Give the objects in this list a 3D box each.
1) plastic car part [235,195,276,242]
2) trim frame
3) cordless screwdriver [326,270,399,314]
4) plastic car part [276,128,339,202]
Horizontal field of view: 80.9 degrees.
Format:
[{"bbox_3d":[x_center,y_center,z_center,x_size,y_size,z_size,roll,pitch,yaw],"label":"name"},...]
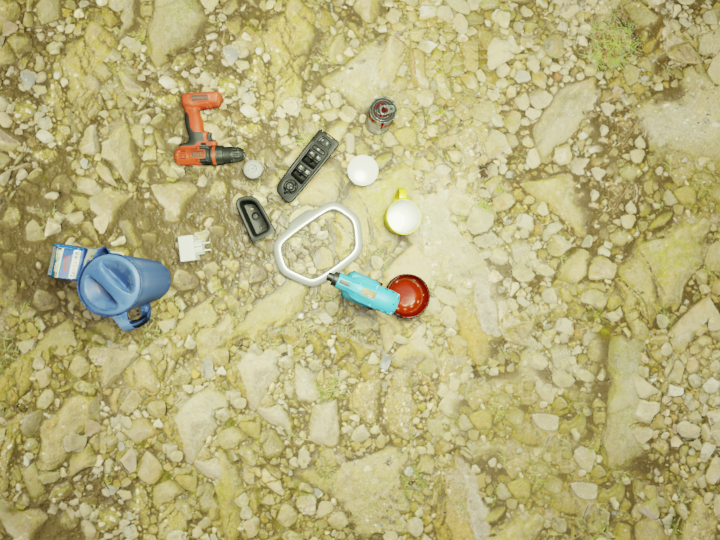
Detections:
[{"bbox_3d":[-0.270,-0.135,1.088,0.066,0.071,0.117,-26,89,-4],"label":"plastic car part"},{"bbox_3d":[-0.108,-0.071,1.108,0.248,0.027,0.185,-36,88,-3],"label":"trim frame"},{"bbox_3d":[-0.009,0.041,0.993,0.159,0.250,0.074,24,88,-4],"label":"cordless screwdriver"},{"bbox_3d":[-0.142,-0.265,1.099,0.066,0.067,0.203,38,87,-2],"label":"plastic car part"}]
